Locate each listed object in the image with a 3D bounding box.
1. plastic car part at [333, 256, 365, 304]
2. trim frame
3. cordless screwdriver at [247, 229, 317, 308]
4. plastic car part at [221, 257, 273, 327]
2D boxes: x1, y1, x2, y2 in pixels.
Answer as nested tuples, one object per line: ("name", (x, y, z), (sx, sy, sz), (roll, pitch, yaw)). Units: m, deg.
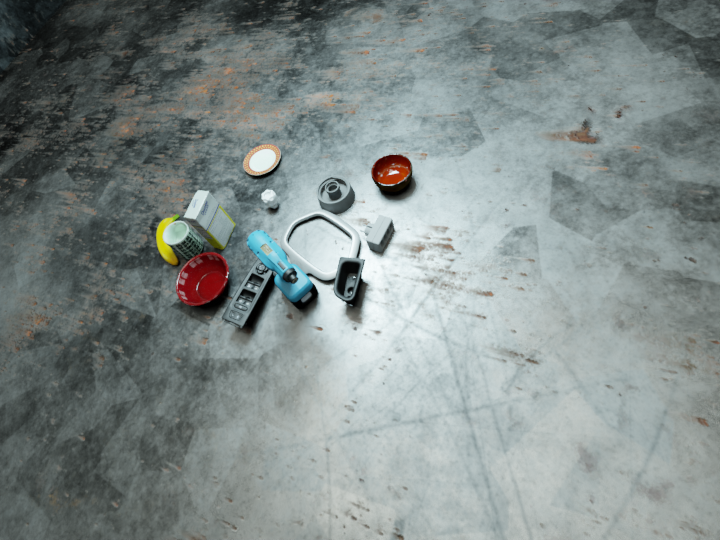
("plastic car part", (-0.026, 0.033, 1.039), (0.068, 0.068, 0.118), (4, 64, 18))
("trim frame", (-0.113, -0.074, 1.151), (0.261, 0.026, 0.183), (36, 77, 30))
("cordless screwdriver", (-0.166, 0.016, 0.993), (0.074, 0.237, 0.167), (-42, 60, -9))
("plastic car part", (-0.280, 0.058, 1.109), (0.069, 0.064, 0.204), (13, 67, 22))
